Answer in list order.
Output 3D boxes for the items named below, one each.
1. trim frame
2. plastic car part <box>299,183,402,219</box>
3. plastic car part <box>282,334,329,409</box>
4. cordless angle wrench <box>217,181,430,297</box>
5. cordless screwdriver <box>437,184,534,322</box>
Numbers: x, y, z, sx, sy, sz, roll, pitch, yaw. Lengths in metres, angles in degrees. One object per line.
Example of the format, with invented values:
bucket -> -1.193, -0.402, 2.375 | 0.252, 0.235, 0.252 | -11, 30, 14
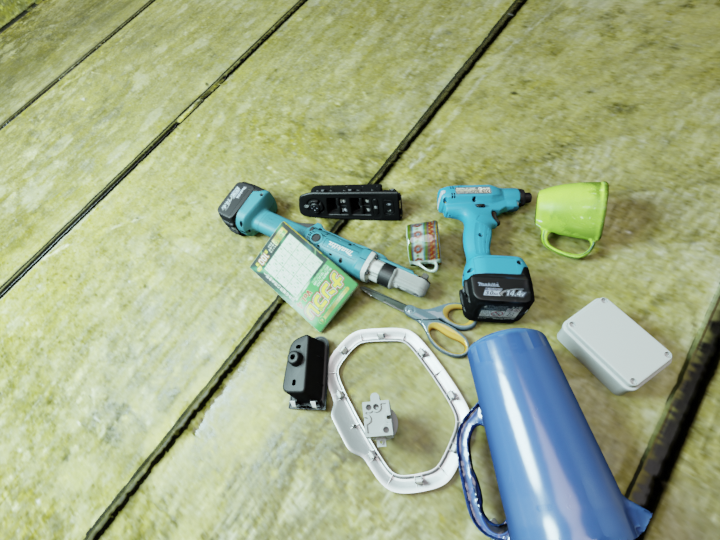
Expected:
trim frame -> 0.048, 0.196, 0.634 | 0.184, 0.026, 0.260 | -31, 60, -3
plastic car part -> -0.022, -0.139, 0.817 | 0.208, 0.063, 0.068 | 0, 52, 14
plastic car part -> -0.091, 0.153, 0.664 | 0.068, 0.067, 0.119 | -8, 62, 22
cordless angle wrench -> -0.076, -0.050, 0.777 | 0.441, 0.071, 0.098 | 25, 71, 23
cordless screwdriver -> 0.224, -0.042, 0.693 | 0.160, 0.072, 0.256 | -3, 56, 1
